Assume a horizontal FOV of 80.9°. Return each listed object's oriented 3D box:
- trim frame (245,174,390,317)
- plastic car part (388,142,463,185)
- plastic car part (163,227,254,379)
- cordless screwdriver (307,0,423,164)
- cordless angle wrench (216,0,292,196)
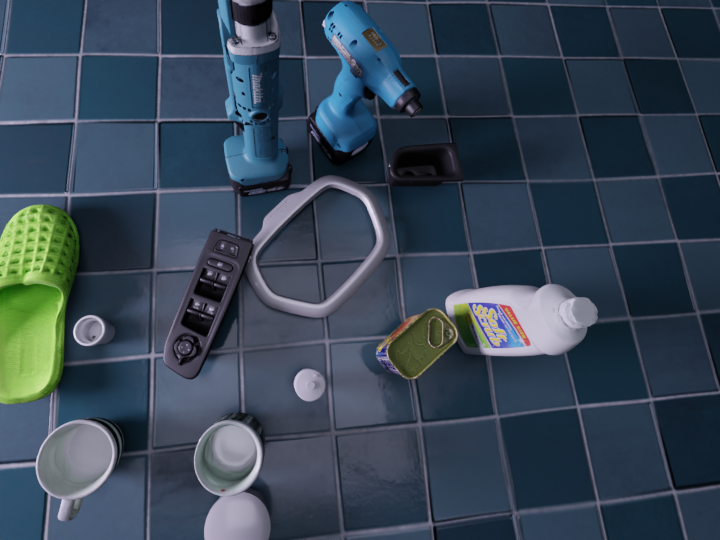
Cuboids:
[{"bbox_3d":[-0.064,-0.042,0.655,0.186,0.027,0.247,41,75,5],"label":"trim frame"},{"bbox_3d":[0.093,-0.160,0.681,0.115,0.071,0.067,-6,78,-9],"label":"plastic car part"},{"bbox_3d":[-0.214,0.047,0.595,0.066,0.067,0.204,20,74,-4],"label":"plastic car part"},{"bbox_3d":[0.000,-0.228,0.597,0.073,0.248,0.161,-34,85,-16],"label":"cordless screwdriver"},{"bbox_3d":[-0.122,-0.199,0.486,0.096,0.423,0.075,-11,81,-13],"label":"cordless angle wrench"}]
